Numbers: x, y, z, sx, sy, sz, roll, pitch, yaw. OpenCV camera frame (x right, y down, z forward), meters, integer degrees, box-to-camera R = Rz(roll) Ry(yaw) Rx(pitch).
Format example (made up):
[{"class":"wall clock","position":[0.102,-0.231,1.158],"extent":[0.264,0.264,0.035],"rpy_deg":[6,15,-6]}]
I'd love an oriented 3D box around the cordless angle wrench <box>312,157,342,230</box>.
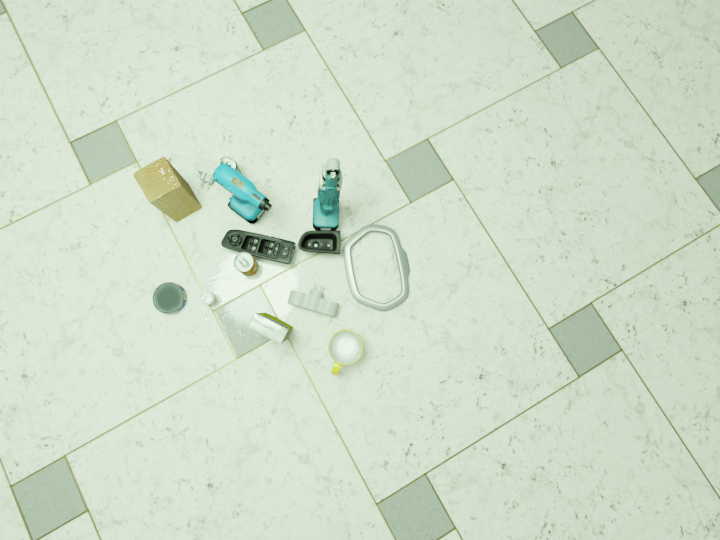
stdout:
[{"class":"cordless angle wrench","position":[-0.077,-0.184,1.026],"extent":[0.074,0.421,0.099],"rpy_deg":[2,83,-6]}]

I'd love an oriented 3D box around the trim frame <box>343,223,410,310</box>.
[{"class":"trim frame","position":[0.049,-0.010,1.196],"extent":[0.183,0.027,0.252],"rpy_deg":[-11,80,-3]}]

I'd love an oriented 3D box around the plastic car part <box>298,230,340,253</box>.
[{"class":"plastic car part","position":[-0.116,-0.076,1.182],"extent":[0.116,0.070,0.066],"rpy_deg":[2,81,-2]}]

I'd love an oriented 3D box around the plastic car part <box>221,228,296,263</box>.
[{"class":"plastic car part","position":[-0.284,-0.067,1.179],"extent":[0.203,0.066,0.067],"rpy_deg":[14,81,1]}]

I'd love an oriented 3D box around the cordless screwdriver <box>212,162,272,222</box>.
[{"class":"cordless screwdriver","position":[-0.291,-0.183,1.109],"extent":[0.160,0.248,0.074],"rpy_deg":[37,80,1]}]
